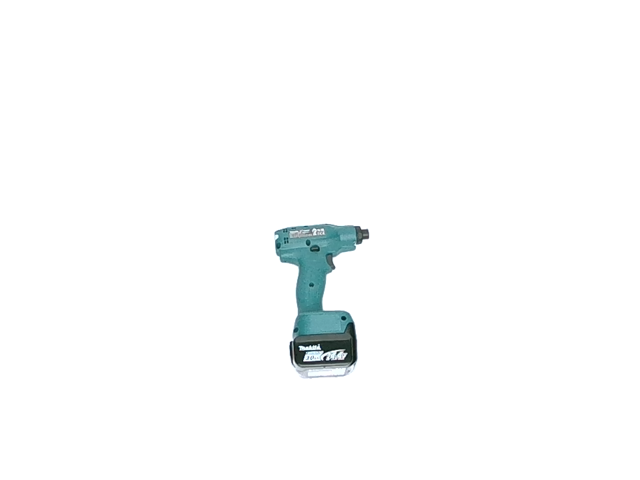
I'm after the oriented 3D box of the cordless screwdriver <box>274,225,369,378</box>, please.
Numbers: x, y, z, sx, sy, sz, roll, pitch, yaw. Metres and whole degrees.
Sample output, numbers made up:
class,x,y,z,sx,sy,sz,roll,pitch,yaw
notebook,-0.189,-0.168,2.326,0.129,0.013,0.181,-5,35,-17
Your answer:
class,x,y,z,sx,sy,sz,roll,pitch,yaw
cordless screwdriver,0.016,0.084,0.668,0.159,0.248,0.074,-6,-30,-4
